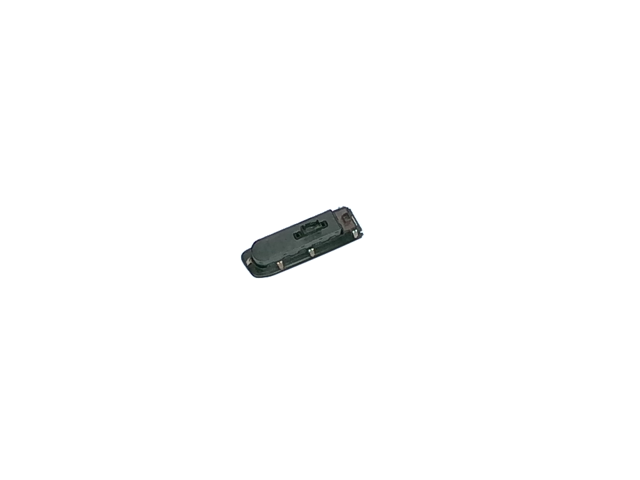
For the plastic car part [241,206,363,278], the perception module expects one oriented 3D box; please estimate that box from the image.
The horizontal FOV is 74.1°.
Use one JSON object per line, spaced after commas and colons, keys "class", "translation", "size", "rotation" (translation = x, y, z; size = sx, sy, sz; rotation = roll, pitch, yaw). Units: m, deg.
{"class": "plastic car part", "translation": [-0.030, 0.001, 0.687], "size": [0.203, 0.066, 0.067], "rotation": [-25, -14, -8]}
